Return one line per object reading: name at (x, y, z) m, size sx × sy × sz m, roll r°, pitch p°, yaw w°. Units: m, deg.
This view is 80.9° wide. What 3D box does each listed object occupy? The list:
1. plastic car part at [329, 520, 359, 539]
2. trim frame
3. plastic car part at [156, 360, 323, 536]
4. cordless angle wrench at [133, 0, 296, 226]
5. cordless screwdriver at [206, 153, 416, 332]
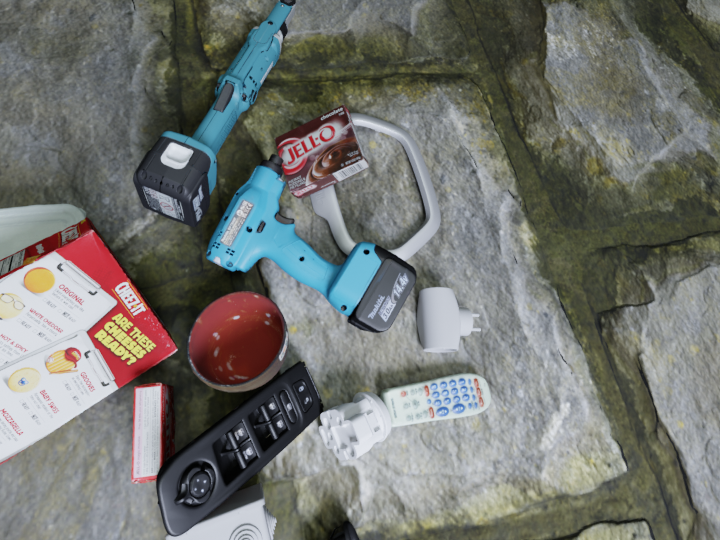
plastic car part at (-0.018, 0.327, 0.427) m, size 0.071 × 0.064 × 0.120 m, roll -27°, pitch 74°, yaw -4°
trim frame at (0.016, -0.125, 0.616) m, size 0.180 × 0.027 × 0.254 m, roll -11°, pitch 74°, yaw -14°
plastic car part at (-0.126, 0.170, 0.435) m, size 0.198 × 0.070 × 0.065 m, roll -33°, pitch 108°, yaw -53°
cordless angle wrench at (-0.177, -0.260, 0.607) m, size 0.074 × 0.097 × 0.427 m, roll 21°, pitch 64°, yaw -5°
cordless screwdriver at (-0.052, -0.034, 0.532) m, size 0.251 × 0.073 × 0.159 m, roll 26°, pitch 81°, yaw 4°
